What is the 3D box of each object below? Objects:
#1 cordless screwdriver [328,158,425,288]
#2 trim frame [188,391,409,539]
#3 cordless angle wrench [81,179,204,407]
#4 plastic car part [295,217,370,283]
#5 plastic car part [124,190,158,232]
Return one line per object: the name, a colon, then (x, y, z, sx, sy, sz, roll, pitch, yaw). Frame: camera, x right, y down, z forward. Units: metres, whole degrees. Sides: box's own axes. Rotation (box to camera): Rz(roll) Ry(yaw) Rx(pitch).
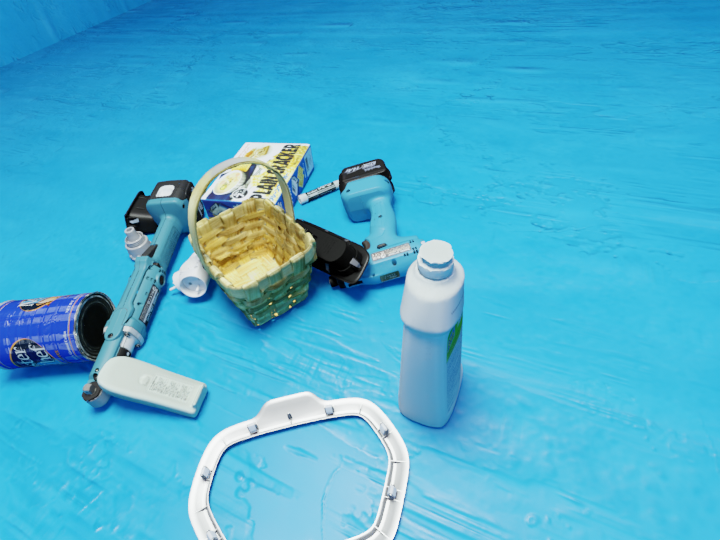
cordless screwdriver: (0.007, -0.079, 0.727, 0.160, 0.071, 0.259, -19, 48, 5)
trim frame: (-0.069, 0.227, 0.468, 0.248, 0.026, 0.192, -15, 44, -1)
cordless angle wrench: (-0.355, 0.015, 0.701, 0.075, 0.094, 0.436, -4, 49, 4)
plastic car part: (-0.066, -0.043, 0.672, 0.215, 0.063, 0.066, 28, 73, 44)
plastic car part: (-0.428, -0.118, 0.866, 0.070, 0.064, 0.120, 5, 41, -7)
